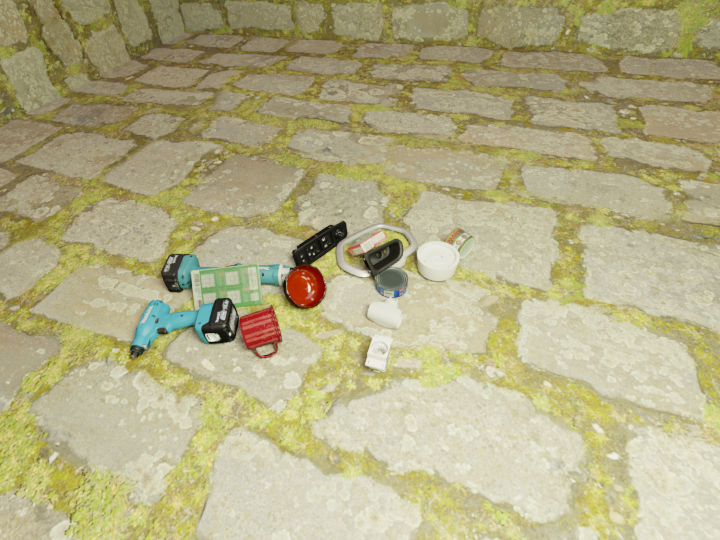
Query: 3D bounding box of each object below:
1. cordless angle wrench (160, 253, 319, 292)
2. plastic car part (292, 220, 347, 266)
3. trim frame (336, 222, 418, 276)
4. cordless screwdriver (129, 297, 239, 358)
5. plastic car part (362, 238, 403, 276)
[{"bbox_3d":[-0.322,0.009,1.156,0.426,0.072,0.100,1,45,4],"label":"cordless angle wrench"},{"bbox_3d":[-0.120,-0.079,1.230,0.199,0.064,0.070,-34,26,-24],"label":"plastic car part"},{"bbox_3d":[0.045,-0.061,1.212,0.243,0.026,0.195,-28,47,-23],"label":"trim frame"},{"bbox_3d":[-0.430,0.143,1.030,0.253,0.071,0.163,-2,45,9],"label":"cordless screwdriver"},{"bbox_3d":[0.054,-0.039,1.132,0.114,0.065,0.073,-30,12,-23],"label":"plastic car part"}]
